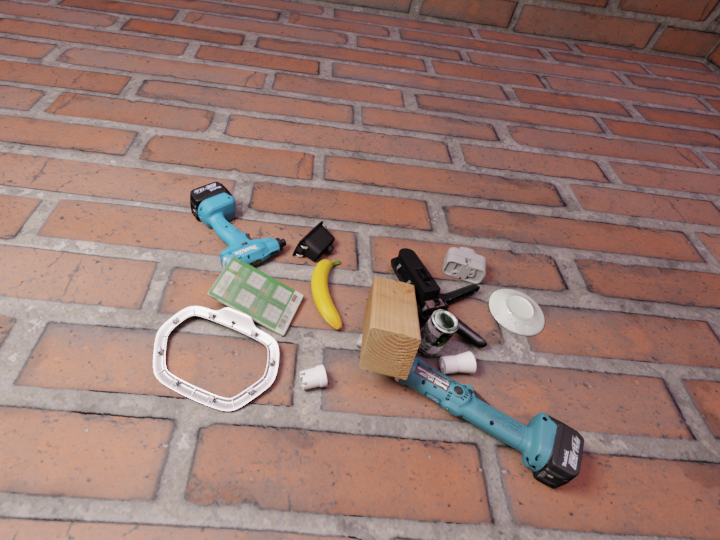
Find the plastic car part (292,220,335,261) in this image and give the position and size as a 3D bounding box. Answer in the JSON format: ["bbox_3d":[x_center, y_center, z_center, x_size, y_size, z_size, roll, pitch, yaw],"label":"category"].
[{"bbox_3d":[-0.101,-0.066,1.028,0.072,0.066,0.115,41,49,4],"label":"plastic car part"}]

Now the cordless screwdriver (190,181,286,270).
[{"bbox_3d":[-0.302,-0.112,1.024,0.155,0.073,0.260,-24,60,-28],"label":"cordless screwdriver"}]

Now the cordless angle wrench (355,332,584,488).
[{"bbox_3d":[0.178,0.236,0.792,0.438,0.072,0.097,27,48,18],"label":"cordless angle wrench"}]

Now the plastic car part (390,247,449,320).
[{"bbox_3d":[0.126,0.018,0.946,0.065,0.065,0.213,-14,40,-13],"label":"plastic car part"}]

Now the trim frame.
[{"bbox_3d":[-0.276,0.156,0.806,0.254,0.027,0.185,19,54,10],"label":"trim frame"}]
